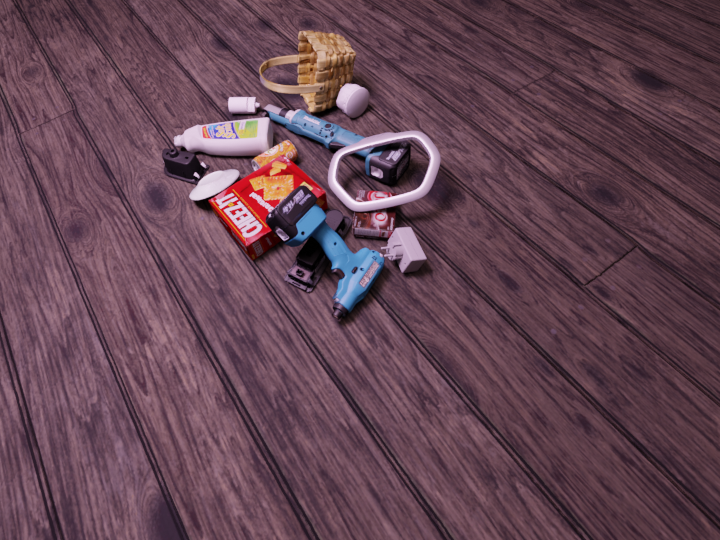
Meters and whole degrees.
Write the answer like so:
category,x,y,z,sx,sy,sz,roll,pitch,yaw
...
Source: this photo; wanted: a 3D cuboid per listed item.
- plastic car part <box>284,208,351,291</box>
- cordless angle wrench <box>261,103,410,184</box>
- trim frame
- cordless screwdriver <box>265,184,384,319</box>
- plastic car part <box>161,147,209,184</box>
category,x,y,z,sx,sy,sz,roll,pitch,yaw
plastic car part,-0.088,-0.058,0.900,0.069,0.064,0.203,20,60,21
cordless angle wrench,-0.079,-0.342,1.066,0.441,0.071,0.097,29,66,22
trim frame,0.049,-0.223,0.931,0.253,0.026,0.188,-13,73,12
cordless screwdriver,-0.078,-0.034,0.820,0.243,0.076,0.159,42,65,-12
plastic car part,-0.448,-0.270,1.049,0.119,0.069,0.066,17,60,10
